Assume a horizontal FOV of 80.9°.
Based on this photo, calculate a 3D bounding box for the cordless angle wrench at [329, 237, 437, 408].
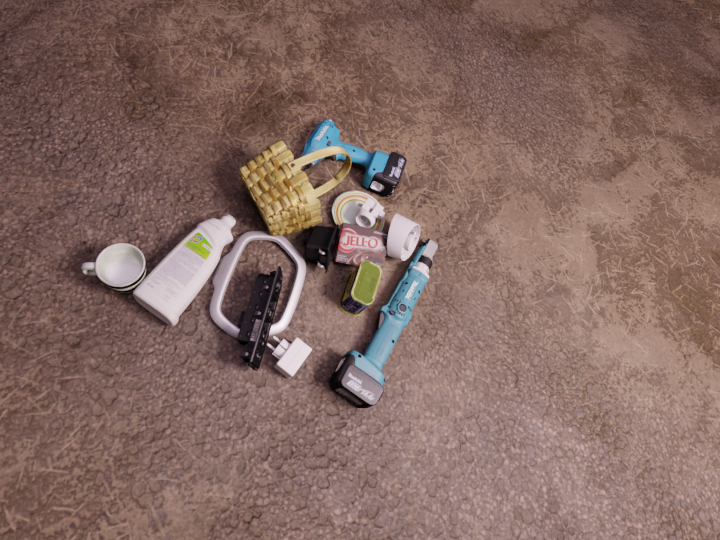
[{"bbox_3d":[0.078,0.089,0.916,0.098,0.074,0.422,33,61,-1],"label":"cordless angle wrench"}]

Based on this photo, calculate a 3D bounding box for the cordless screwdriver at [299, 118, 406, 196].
[{"bbox_3d":[-0.023,-0.262,1.044,0.250,0.074,0.160,27,64,3],"label":"cordless screwdriver"}]

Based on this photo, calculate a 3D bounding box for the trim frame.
[{"bbox_3d":[-0.216,0.026,0.893,0.182,0.027,0.251,19,65,-7],"label":"trim frame"}]

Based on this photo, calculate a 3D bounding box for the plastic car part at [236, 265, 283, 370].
[{"bbox_3d":[-0.198,0.086,0.831,0.069,0.063,0.205,9,64,15],"label":"plastic car part"}]

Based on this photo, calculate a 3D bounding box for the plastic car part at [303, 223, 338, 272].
[{"bbox_3d":[-0.092,-0.060,0.938,0.071,0.064,0.119,9,38,1],"label":"plastic car part"}]
